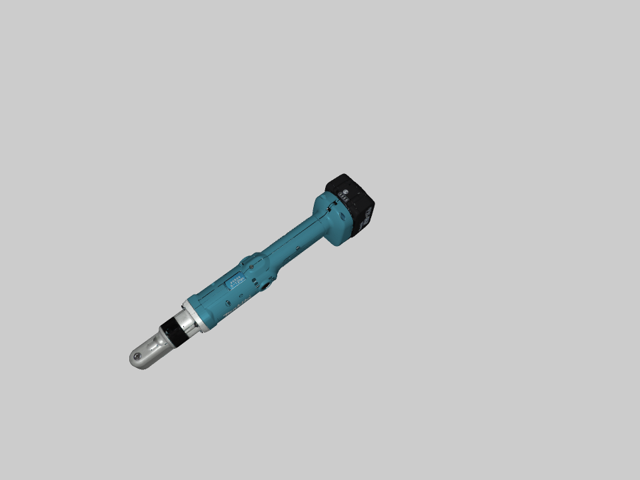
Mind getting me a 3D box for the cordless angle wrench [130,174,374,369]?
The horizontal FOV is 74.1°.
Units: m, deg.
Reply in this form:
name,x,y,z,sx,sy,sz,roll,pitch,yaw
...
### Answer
name,x,y,z,sx,sy,sz,roll,pitch,yaw
cordless angle wrench,-0.098,0.051,0.646,0.422,0.074,0.098,-37,-19,-18
